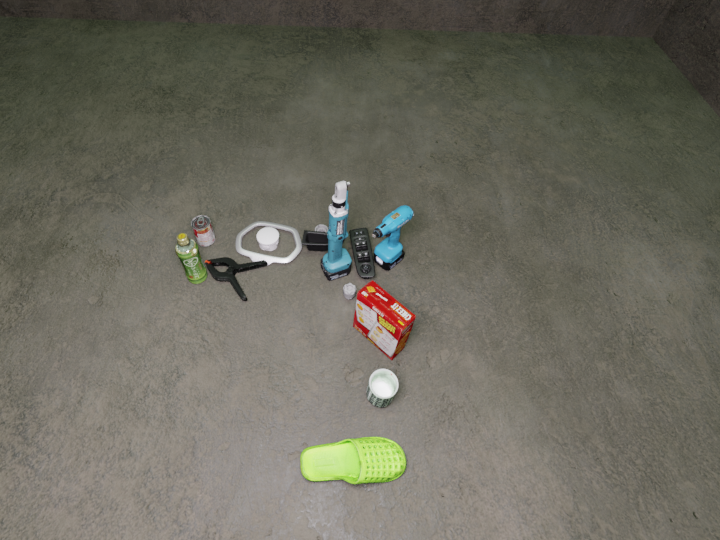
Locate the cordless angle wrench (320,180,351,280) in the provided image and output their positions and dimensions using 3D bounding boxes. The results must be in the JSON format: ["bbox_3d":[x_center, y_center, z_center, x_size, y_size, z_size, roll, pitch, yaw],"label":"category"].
[{"bbox_3d":[-0.071,-0.119,1.312,0.096,0.411,0.078,-16,58,-16],"label":"cordless angle wrench"}]

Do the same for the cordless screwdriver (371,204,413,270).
[{"bbox_3d":[0.089,-0.093,1.398,0.157,0.242,0.078,-36,65,-26],"label":"cordless screwdriver"}]

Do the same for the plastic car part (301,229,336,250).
[{"bbox_3d":[-0.147,-0.096,1.507,0.117,0.069,0.067,6,54,3],"label":"plastic car part"}]

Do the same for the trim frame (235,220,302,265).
[{"bbox_3d":[-0.333,-0.101,1.536,0.252,0.027,0.187,11,54,8],"label":"trim frame"}]

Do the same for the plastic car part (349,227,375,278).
[{"bbox_3d":[0.006,-0.052,1.477,0.066,0.065,0.211,-6,54,-7],"label":"plastic car part"}]
